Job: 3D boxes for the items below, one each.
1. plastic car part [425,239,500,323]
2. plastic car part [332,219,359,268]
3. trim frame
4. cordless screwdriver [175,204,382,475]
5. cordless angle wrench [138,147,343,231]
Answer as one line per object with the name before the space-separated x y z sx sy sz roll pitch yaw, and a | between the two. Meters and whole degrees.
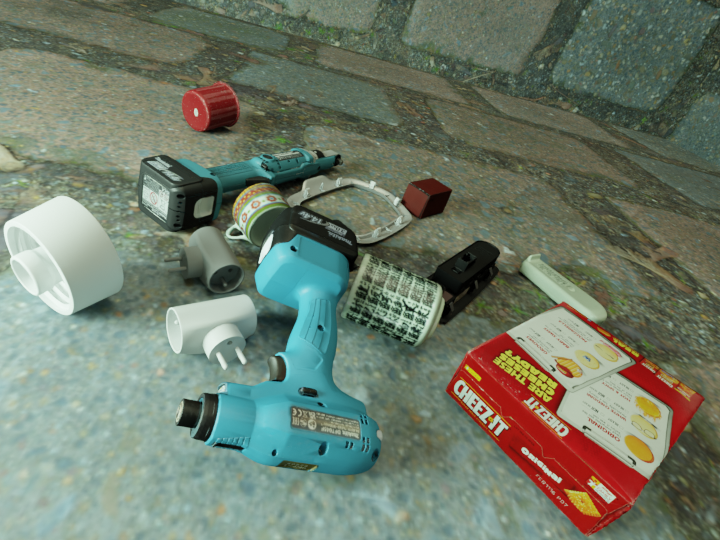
plastic car part | 0.148 0.001 0.613 0.070 0.066 0.196 30 33 28
plastic car part | -0.055 -0.036 0.566 0.112 0.070 0.070 -11 42 -41
trim frame | -0.015 -0.114 0.734 0.192 0.027 0.242 32 39 23
cordless screwdriver | -0.069 0.046 0.391 0.153 0.075 0.257 19 43 -25
cordless angle wrench | -0.161 -0.165 0.709 0.102 0.073 0.412 32 34 19
